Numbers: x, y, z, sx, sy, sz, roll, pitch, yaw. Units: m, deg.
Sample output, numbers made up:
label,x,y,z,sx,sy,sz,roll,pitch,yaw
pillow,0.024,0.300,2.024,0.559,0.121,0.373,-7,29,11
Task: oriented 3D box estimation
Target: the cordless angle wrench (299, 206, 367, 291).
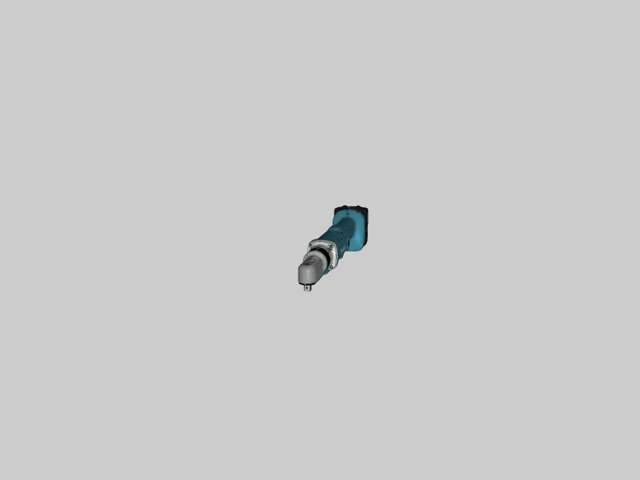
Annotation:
label,x,y,z,sx,sy,sz,roll,pitch,yaw
cordless angle wrench,0.027,0.006,0.800,0.074,0.098,0.422,2,12,13
